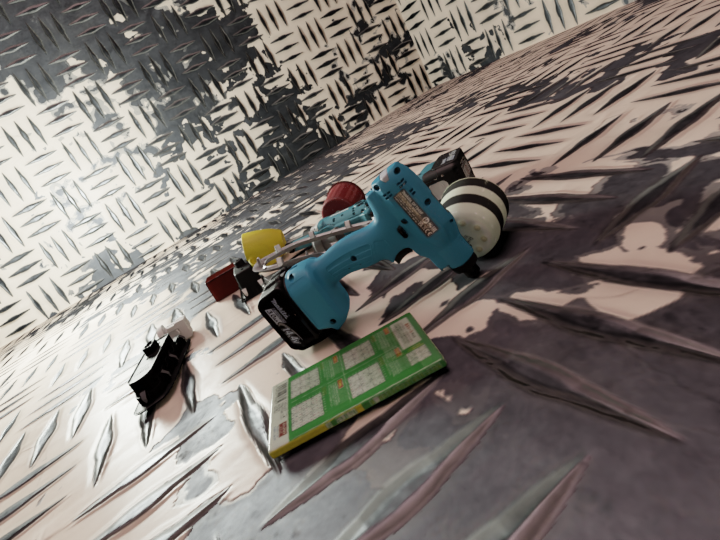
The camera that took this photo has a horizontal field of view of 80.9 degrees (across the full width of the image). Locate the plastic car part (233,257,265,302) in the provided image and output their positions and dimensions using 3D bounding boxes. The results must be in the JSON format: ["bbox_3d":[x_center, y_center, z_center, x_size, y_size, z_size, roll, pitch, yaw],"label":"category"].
[{"bbox_3d":[-0.238,0.010,0.881,0.065,0.069,0.121,-31,22,-11],"label":"plastic car part"}]

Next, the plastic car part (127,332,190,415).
[{"bbox_3d":[-0.328,0.152,0.687,0.066,0.065,0.210,-24,22,-7],"label":"plastic car part"}]

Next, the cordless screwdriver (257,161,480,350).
[{"bbox_3d":[0.005,0.006,0.513,0.251,0.157,0.075,-40,9,19],"label":"cordless screwdriver"}]

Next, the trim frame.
[{"bbox_3d":[-0.070,-0.046,0.718,0.255,0.027,0.184,-12,19,19],"label":"trim frame"}]

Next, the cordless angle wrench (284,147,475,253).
[{"bbox_3d":[0.011,-0.113,0.843,0.436,0.072,0.097,-19,21,33],"label":"cordless angle wrench"}]
